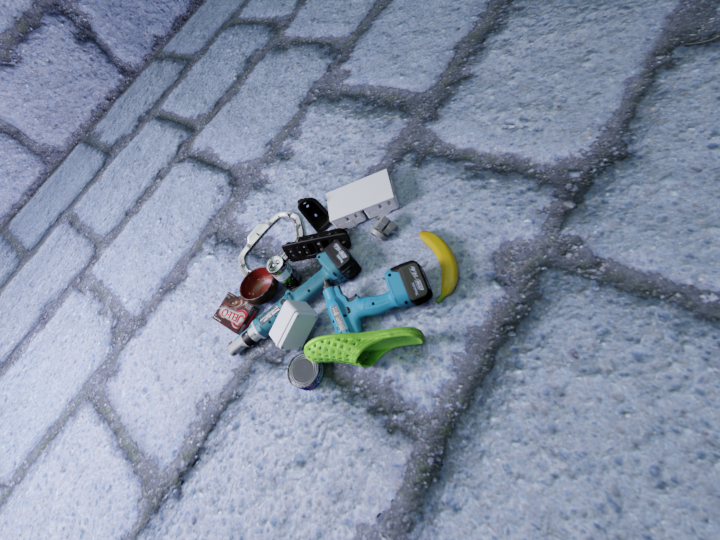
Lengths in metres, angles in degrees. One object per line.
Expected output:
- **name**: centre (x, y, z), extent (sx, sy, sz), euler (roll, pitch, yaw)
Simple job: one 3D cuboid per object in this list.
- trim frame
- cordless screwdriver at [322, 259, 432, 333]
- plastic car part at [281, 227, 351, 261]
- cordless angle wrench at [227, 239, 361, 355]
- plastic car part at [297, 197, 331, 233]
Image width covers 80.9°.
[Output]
- **trim frame**: centre (-0.280, -0.082, 1.298), extent (0.248, 0.026, 0.195), euler (-50, 51, -4)
- **cordless screwdriver**: centre (0.031, 0.049, 1.000), extent (0.252, 0.071, 0.164), euler (-28, 70, 14)
- **plastic car part**: centre (-0.116, -0.076, 1.189), extent (0.210, 0.064, 0.067), euler (-8, 33, 26)
- **cordless angle wrench**: centre (-0.190, 0.090, 1.123), extent (0.424, 0.070, 0.103), euler (-40, 51, 5)
- **plastic car part**: centre (-0.140, -0.174, 1.233), extent (0.066, 0.111, 0.074), euler (-42, 27, -1)
